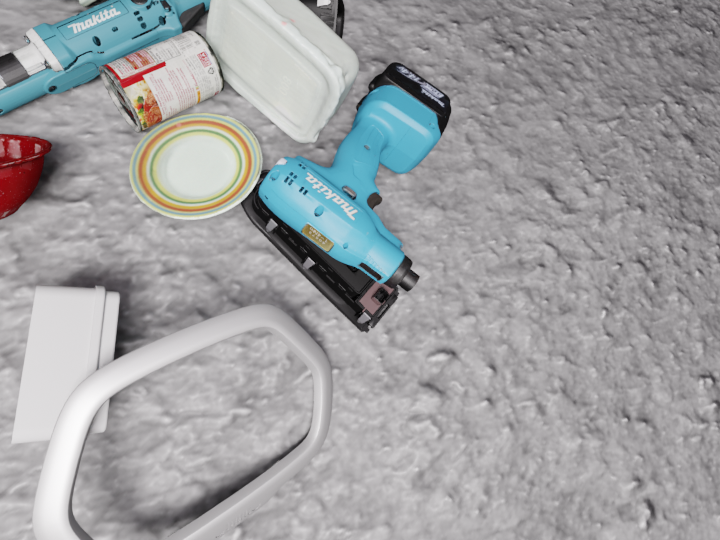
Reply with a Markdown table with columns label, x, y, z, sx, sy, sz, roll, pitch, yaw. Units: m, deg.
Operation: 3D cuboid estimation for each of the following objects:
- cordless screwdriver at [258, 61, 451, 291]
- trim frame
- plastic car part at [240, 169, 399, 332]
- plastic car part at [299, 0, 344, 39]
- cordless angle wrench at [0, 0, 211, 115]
| label | x | y | z | sx | sy | sz | roll | pitch | yaw |
| --- | --- | --- | --- | --- | --- | --- | --- | --- | --- |
| cordless screwdriver | 0.027 | -0.102 | 0.432 | 0.159 | 0.075 | 0.248 | 36 | 53 | -2 |
| trim frame | -0.120 | 0.133 | 0.343 | 0.241 | 0.029 | 0.181 | -24 | 104 | -37 |
| plastic car part | -0.043 | -0.028 | 0.435 | 0.204 | 0.067 | 0.066 | 43 | 75 | 3 |
| plastic car part | -0.056 | -0.289 | 0.495 | 0.071 | 0.119 | 0.065 | 7 | 116 | -3 |
| cordless angle wrench | -0.229 | -0.270 | 0.453 | 0.418 | 0.075 | 0.098 | -40 | 89 | -19 |
